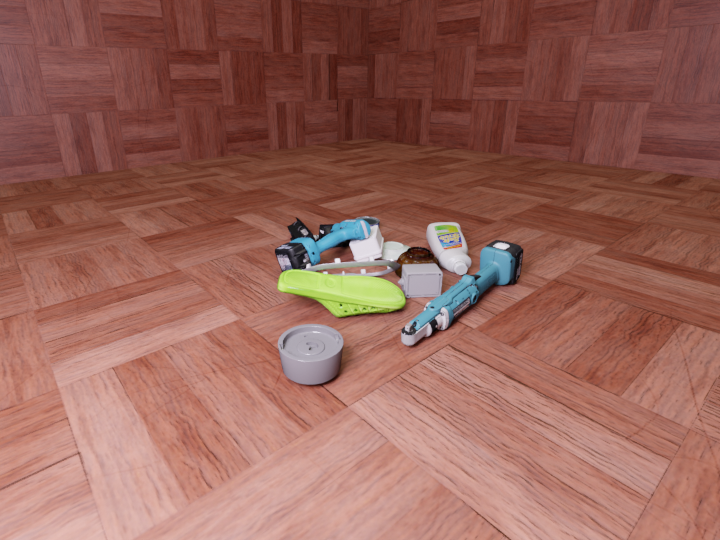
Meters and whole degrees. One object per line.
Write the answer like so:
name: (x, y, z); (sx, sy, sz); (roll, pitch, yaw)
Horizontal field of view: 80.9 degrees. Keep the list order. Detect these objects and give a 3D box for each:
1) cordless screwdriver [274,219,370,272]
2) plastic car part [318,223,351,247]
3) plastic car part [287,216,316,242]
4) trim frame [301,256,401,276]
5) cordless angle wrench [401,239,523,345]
cordless screwdriver: (-0.110, -0.072, 1.121); (0.243, 0.072, 0.167); (-29, 20, -28)
plastic car part: (-0.063, -0.096, 1.260); (0.115, 0.064, 0.074); (-2, 38, -11)
plastic car part: (-0.181, -0.104, 1.281); (0.067, 0.063, 0.212); (-30, 29, -3)
trim frame: (-0.028, -0.003, 0.986); (0.246, 0.028, 0.183); (-5, -11, -8)
cordless angle wrench: (0.217, 0.048, 0.889); (0.078, 0.095, 0.411); (19, 35, 39)
